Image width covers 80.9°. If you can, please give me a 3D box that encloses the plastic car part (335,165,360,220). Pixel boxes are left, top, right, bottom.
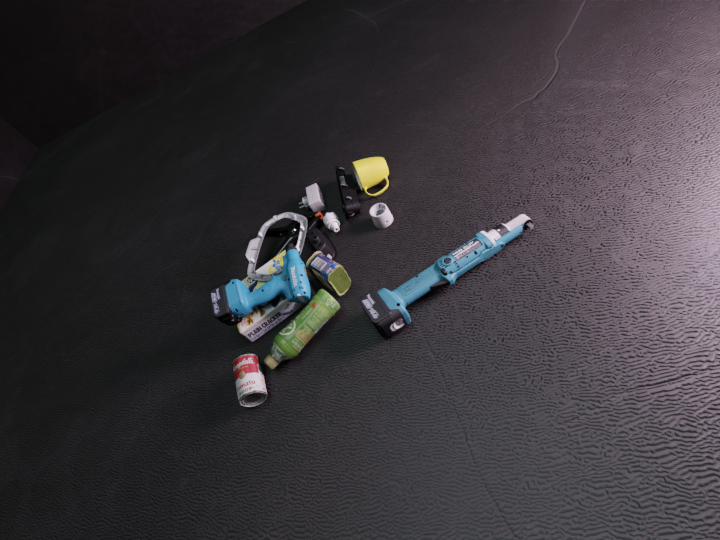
[{"bbox_3d":[-0.036,-0.227,1.256,0.067,0.064,0.210,-2,49,-6],"label":"plastic car part"}]

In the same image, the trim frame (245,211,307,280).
[{"bbox_3d":[-0.238,-0.074,1.186,0.190,0.026,0.254,-11,51,24],"label":"trim frame"}]

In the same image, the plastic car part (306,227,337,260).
[{"bbox_3d":[-0.115,-0.075,1.173,0.066,0.067,0.123,-36,44,0],"label":"plastic car part"}]

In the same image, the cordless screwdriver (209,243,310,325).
[{"bbox_3d":[-0.254,0.035,1.067,0.251,0.071,0.165,-20,60,8],"label":"cordless screwdriver"}]

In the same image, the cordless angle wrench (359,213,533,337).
[{"bbox_3d":[0.200,-0.004,0.951,0.423,0.070,0.103,-33,47,-1],"label":"cordless angle wrench"}]
